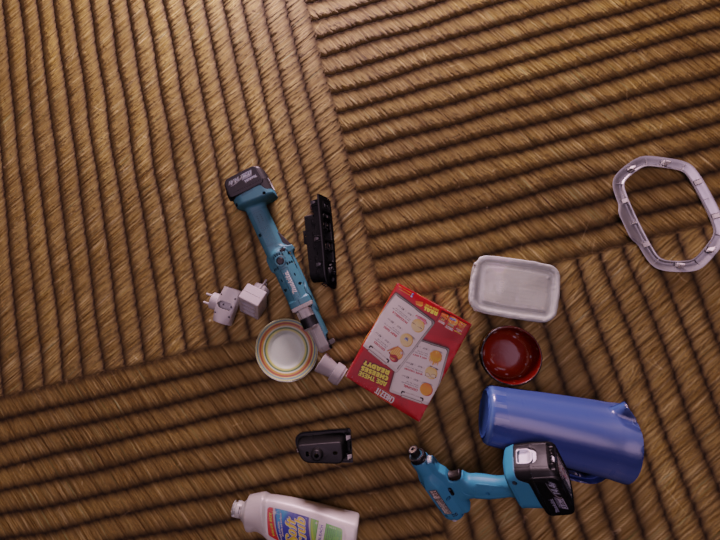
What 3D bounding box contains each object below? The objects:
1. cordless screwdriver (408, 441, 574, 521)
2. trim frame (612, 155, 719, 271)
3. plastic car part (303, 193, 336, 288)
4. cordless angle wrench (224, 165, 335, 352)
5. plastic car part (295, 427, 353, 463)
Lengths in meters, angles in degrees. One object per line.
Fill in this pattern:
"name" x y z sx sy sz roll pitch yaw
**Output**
"cordless screwdriver" 0.218 0.355 0.740 0.255 0.074 0.156 -27 103 31
"trim frame" 0.618 -0.118 0.850 0.185 0.027 0.252 -19 81 5
"plastic car part" -0.089 -0.058 0.912 0.068 0.064 0.206 -12 80 13
"cordless angle wrench" -0.167 -0.021 0.914 0.098 0.073 0.429 -27 81 2
"plastic car part" -0.076 0.357 0.840 0.117 0.070 0.067 -4 81 2
